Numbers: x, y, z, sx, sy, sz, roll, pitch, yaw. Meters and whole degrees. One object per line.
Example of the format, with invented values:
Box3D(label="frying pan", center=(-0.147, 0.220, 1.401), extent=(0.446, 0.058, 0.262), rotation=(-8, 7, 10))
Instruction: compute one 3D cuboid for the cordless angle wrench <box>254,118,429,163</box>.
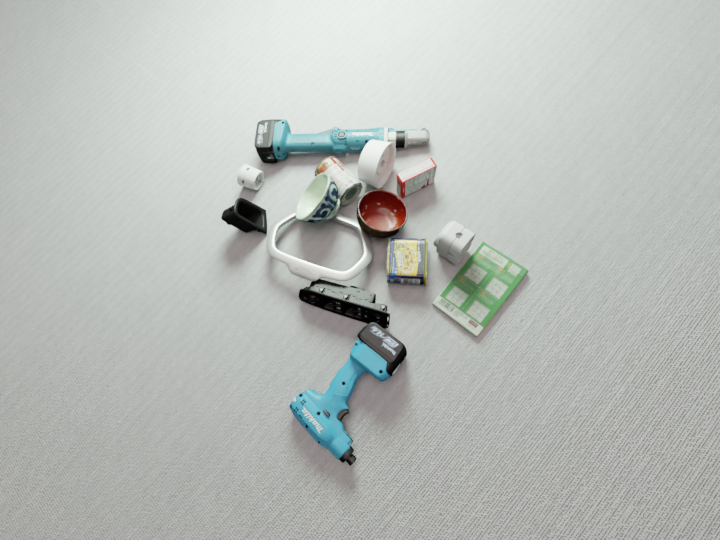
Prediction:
Box3D(label="cordless angle wrench", center=(-0.046, -0.322, 1.044), extent=(0.429, 0.072, 0.100), rotation=(1, 70, 8))

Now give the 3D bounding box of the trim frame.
Box3D(label="trim frame", center=(-0.093, -0.061, 0.952), extent=(0.255, 0.027, 0.185), rotation=(18, 58, 14))

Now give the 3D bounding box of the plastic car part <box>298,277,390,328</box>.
Box3D(label="plastic car part", center=(-0.034, 0.060, 0.897), extent=(0.208, 0.064, 0.068), rotation=(11, 62, 14))

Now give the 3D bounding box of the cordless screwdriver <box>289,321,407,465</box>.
Box3D(label="cordless screwdriver", center=(-0.003, 0.233, 0.820), extent=(0.165, 0.072, 0.248), rotation=(41, 85, 20))

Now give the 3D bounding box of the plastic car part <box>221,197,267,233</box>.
Box3D(label="plastic car part", center=(-0.280, -0.124, 0.993), extent=(0.073, 0.110, 0.068), rotation=(-18, 67, 26))
